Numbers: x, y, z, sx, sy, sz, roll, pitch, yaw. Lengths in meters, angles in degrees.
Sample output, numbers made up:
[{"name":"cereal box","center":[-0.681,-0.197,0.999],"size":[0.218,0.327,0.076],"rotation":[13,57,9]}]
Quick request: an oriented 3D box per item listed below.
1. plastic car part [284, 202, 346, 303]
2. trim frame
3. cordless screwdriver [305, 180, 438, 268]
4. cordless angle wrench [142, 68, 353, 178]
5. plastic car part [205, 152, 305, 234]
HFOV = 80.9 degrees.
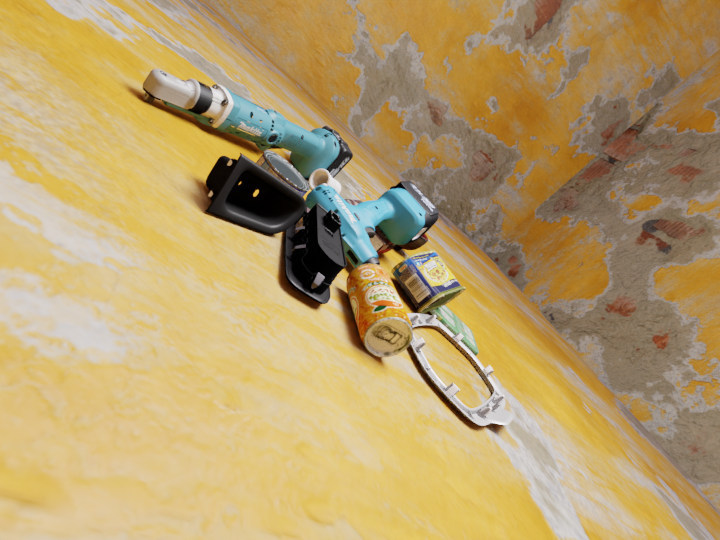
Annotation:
[{"name":"plastic car part","center":[-0.049,-0.032,0.497],"size":[0.064,0.068,0.208],"rotation":[45,17,-23]},{"name":"trim frame","center":[0.137,0.131,0.590],"size":[0.192,0.028,0.236],"rotation":[53,17,25]},{"name":"cordless screwdriver","center":[0.039,-0.070,0.678],"size":[0.239,0.075,0.165],"rotation":[-14,61,-48]},{"name":"cordless angle wrench","center":[-0.153,-0.227,0.676],"size":[0.077,0.099,0.405],"rotation":[54,22,17]},{"name":"plastic car part","center":[-0.123,-0.087,0.466],"size":[0.075,0.066,0.110],"rotation":[38,8,31]}]
